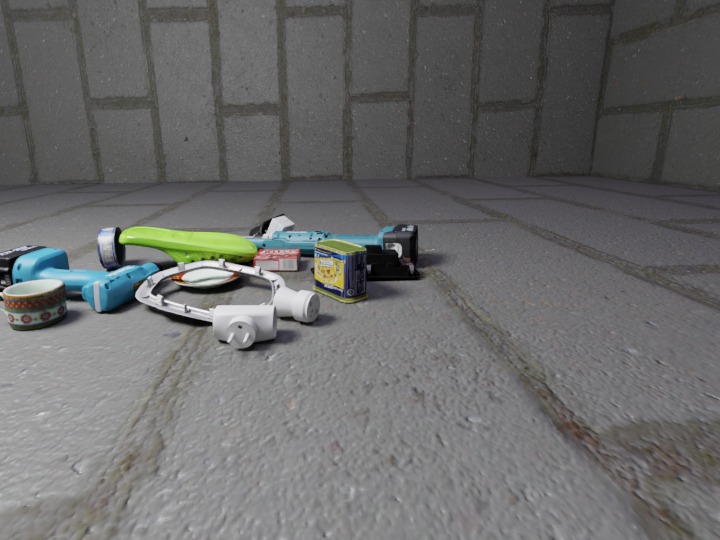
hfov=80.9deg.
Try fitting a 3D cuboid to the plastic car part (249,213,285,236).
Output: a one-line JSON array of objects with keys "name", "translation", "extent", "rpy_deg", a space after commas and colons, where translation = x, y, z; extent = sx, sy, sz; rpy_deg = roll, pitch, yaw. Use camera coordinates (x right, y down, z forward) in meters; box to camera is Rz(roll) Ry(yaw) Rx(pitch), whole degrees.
[{"name": "plastic car part", "translation": [-0.246, -0.099, 1.094], "extent": [0.074, 0.065, 0.113], "rpy_deg": [-8, 13, 33]}]

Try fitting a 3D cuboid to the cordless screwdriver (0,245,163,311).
[{"name": "cordless screwdriver", "translation": [-0.484, 0.006, 0.733], "extent": [0.254, 0.073, 0.158], "rpy_deg": [7, 17, 11]}]

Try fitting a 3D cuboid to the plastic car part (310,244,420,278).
[{"name": "plastic car part", "translation": [0.006, -0.014, 0.797], "extent": [0.203, 0.065, 0.068], "rpy_deg": [-4, 23, -1]}]

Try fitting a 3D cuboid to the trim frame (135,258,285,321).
[{"name": "trim frame", "translation": [-0.235, 0.028, 0.676], "extent": [0.257, 0.027, 0.182], "rpy_deg": [12, 29, 19]}]

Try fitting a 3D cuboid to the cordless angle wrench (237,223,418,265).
[{"name": "cordless angle wrench", "translation": [-0.091, -0.060, 0.934], "extent": [0.435, 0.073, 0.097], "rpy_deg": [2, 16, 16]}]
